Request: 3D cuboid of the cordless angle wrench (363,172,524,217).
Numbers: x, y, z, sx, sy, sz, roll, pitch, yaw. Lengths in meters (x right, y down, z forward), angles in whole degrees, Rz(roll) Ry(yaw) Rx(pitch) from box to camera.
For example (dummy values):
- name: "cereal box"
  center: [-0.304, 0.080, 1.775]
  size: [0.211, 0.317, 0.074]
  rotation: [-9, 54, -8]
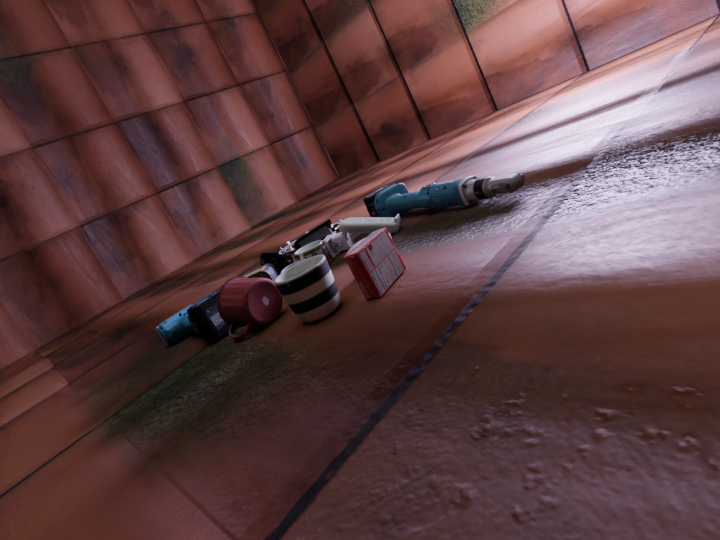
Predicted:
- name: "cordless angle wrench"
  center: [0.157, -0.159, 0.904]
  size: [0.096, 0.072, 0.441]
  rotation: [-33, 18, -24]

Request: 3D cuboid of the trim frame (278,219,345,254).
- name: "trim frame"
  center: [-0.158, -0.107, 1.339]
  size: [0.256, 0.027, 0.182]
  rotation: [-21, 15, 29]

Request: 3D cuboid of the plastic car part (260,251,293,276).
- name: "plastic car part"
  center: [-0.213, -0.021, 1.081]
  size: [0.065, 0.065, 0.211]
  rotation: [-22, 11, -27]

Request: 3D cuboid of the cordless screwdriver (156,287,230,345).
- name: "cordless screwdriver"
  center: [-0.322, 0.088, 0.893]
  size: [0.258, 0.073, 0.156]
  rotation: [-16, 17, 48]

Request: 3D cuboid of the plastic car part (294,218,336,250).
- name: "plastic car part"
  center: [-0.105, -0.069, 1.077]
  size: [0.116, 0.063, 0.074]
  rotation: [-32, 28, -7]
